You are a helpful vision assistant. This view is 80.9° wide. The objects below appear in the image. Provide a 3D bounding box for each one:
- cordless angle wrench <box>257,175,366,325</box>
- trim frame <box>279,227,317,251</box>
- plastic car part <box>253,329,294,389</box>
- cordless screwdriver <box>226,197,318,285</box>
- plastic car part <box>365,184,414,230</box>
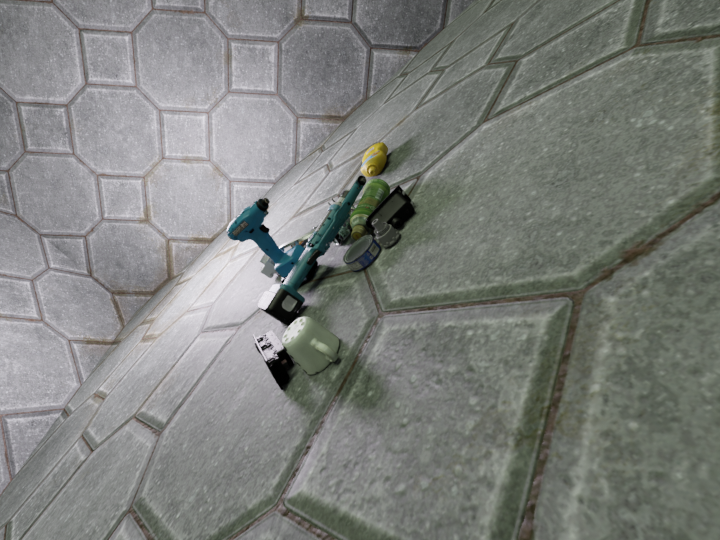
[{"bbox_3d":[-0.103,-0.067,1.052,0.423,0.071,0.102,-59,24,-14],"label":"cordless angle wrench"},{"bbox_3d":[-0.159,-0.095,1.244,0.182,0.027,0.251,-26,3,-10],"label":"trim frame"},{"bbox_3d":[-0.180,0.166,0.868,0.066,0.064,0.211,-39,20,-17],"label":"plastic car part"},{"bbox_3d":[-0.214,-0.071,1.099,0.162,0.242,0.075,-37,18,35],"label":"cordless screwdriver"},{"bbox_3d":[0.076,-0.124,0.957,0.117,0.062,0.074,-46,34,4],"label":"plastic car part"}]
